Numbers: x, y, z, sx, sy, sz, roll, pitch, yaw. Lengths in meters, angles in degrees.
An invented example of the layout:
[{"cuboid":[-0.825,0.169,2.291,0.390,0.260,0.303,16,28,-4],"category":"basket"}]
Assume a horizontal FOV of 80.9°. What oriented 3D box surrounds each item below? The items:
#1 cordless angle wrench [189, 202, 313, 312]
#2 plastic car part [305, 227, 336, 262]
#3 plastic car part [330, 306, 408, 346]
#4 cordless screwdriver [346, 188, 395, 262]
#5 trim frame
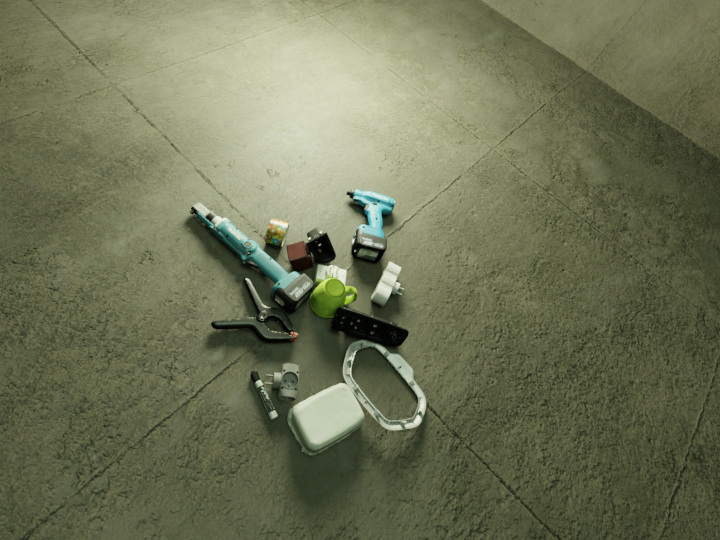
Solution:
[{"cuboid":[-0.314,-0.056,1.168,0.435,0.073,0.096,39,57,14],"category":"cordless angle wrench"},{"cuboid":[-0.119,-0.078,1.215,0.066,0.111,0.074,-27,52,-2],"category":"plastic car part"},{"cuboid":[0.025,0.148,1.123,0.202,0.068,0.066,19,99,-4],"category":"plastic car part"},{"cuboid":[0.016,-0.151,1.308,0.158,0.073,0.253,16,52,-5],"category":"cordless screwdriver"},{"cuboid":[0.061,0.279,1.057,0.257,0.027,0.179,46,45,18],"category":"trim frame"}]
